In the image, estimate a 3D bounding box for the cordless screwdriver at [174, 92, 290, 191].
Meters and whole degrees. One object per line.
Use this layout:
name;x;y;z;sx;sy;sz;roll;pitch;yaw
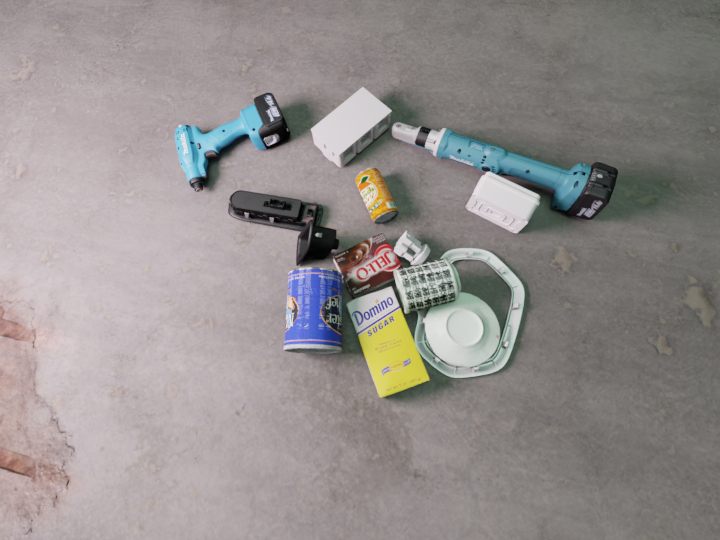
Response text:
cordless screwdriver;-0.277;-0.277;0.922;0.250;0.072;0.164;-20;72;3

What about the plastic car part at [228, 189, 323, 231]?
plastic car part;-0.183;-0.126;0.868;0.207;0.065;0.067;9;80;11

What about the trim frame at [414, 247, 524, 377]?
trim frame;0.197;0.073;0.778;0.189;0.027;0.249;19;76;13

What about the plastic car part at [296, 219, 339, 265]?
plastic car part;-0.079;-0.052;0.811;0.069;0.118;0.067;7;72;-20

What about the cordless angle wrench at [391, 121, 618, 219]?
cordless angle wrench;0.260;-0.220;0.841;0.436;0.095;0.074;24;72;16
